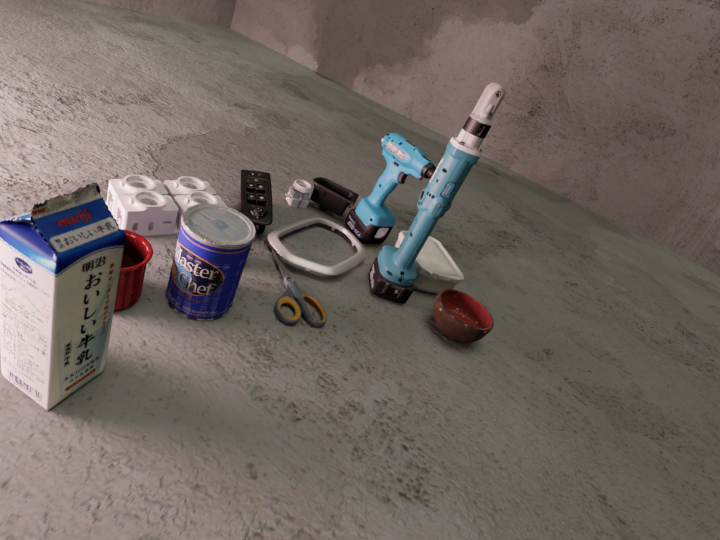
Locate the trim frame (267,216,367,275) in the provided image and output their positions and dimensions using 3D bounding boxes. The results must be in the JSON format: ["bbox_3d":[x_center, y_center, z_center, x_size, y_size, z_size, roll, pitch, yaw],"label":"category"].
[{"bbox_3d":[-0.087,-0.057,0.889,0.190,0.027,0.243,33,32,16],"label":"trim frame"}]

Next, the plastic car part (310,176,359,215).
[{"bbox_3d":[-0.072,-0.176,1.044,0.117,0.070,0.066,25,30,1],"label":"plastic car part"}]

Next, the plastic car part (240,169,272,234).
[{"bbox_3d":[-0.224,-0.143,0.893,0.064,0.066,0.212,11,33,-23],"label":"plastic car part"}]

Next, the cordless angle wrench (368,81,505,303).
[{"bbox_3d":[0.133,-0.125,0.757,0.073,0.420,0.101,19,31,-13],"label":"cordless angle wrench"}]

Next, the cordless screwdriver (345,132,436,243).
[{"bbox_3d":[0.068,-0.165,0.947,0.071,0.247,0.168,-1,39,-39],"label":"cordless screwdriver"}]
